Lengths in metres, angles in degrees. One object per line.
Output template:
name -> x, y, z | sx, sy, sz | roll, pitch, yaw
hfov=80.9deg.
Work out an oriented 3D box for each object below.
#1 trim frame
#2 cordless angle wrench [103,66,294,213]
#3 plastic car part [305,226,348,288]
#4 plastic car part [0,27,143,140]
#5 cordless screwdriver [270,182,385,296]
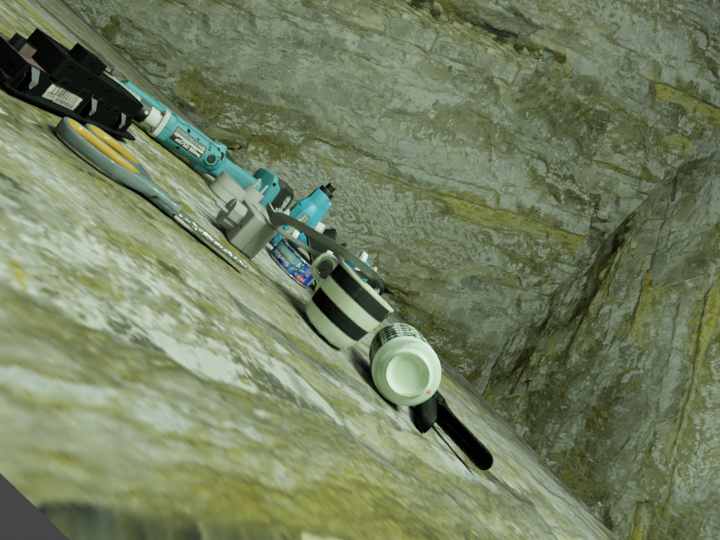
trim frame -> -0.059, -0.039, 0.603 | 0.180, 0.027, 0.254 | 32, -4, -13
cordless angle wrench -> -0.285, -0.214, 0.779 | 0.079, 0.098, 0.399 | 35, 0, 37
plastic car part -> -0.057, -0.026, 0.757 | 0.066, 0.071, 0.116 | -88, 170, -88
plastic car part -> -0.278, -0.182, 0.418 | 0.066, 0.067, 0.203 | 37, -1, -4
cordless screwdriver -> -0.046, -0.042, 0.837 | 0.240, 0.159, 0.077 | 45, 2, -20
